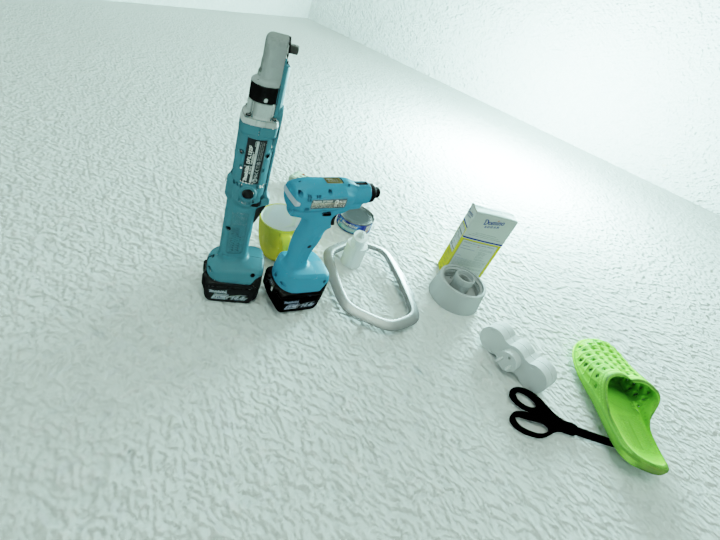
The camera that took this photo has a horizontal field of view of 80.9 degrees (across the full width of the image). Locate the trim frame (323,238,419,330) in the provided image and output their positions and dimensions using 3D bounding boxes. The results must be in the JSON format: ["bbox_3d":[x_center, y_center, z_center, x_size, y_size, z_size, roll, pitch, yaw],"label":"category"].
[{"bbox_3d":[0.021,0.021,0.838,0.178,0.027,0.260,1,40,-22],"label":"trim frame"}]

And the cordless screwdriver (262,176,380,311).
[{"bbox_3d":[-0.069,-0.045,0.702,0.153,0.246,0.078,-6,45,-33],"label":"cordless screwdriver"}]

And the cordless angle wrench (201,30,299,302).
[{"bbox_3d":[-0.164,-0.124,0.618,0.095,0.418,0.077,8,39,-19],"label":"cordless angle wrench"}]
